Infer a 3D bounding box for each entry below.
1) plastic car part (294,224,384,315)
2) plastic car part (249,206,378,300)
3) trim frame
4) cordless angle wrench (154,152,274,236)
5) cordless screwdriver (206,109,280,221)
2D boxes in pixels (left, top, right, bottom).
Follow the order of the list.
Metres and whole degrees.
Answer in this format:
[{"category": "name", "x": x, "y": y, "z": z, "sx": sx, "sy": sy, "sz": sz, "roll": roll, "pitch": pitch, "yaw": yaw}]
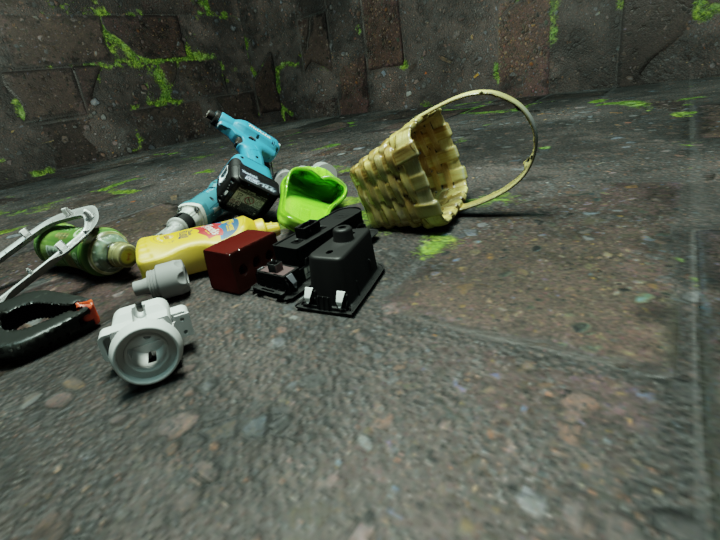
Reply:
[{"category": "plastic car part", "x": -0.019, "y": -0.011, "z": 0.455, "sx": 0.069, "sy": 0.069, "sz": 0.115, "roll": 4, "pitch": 30, "yaw": 25}, {"category": "plastic car part", "x": -0.052, "y": -0.034, "z": 0.535, "sx": 0.069, "sy": 0.065, "sz": 0.198, "roll": 1, "pitch": 22, "yaw": 38}, {"category": "trim frame", "x": -0.468, "y": -0.011, "z": 0.577, "sx": 0.194, "sy": 0.026, "sz": 0.247, "roll": 17, "pitch": 55, "yaw": 38}, {"category": "cordless angle wrench", "x": -0.271, "y": -0.140, "z": 0.811, "sx": 0.076, "sy": 0.095, "sz": 0.427, "roll": -1, "pitch": 29, "yaw": 10}, {"category": "cordless screwdriver", "x": -0.229, "y": -0.212, "z": 0.798, "sx": 0.152, "sy": 0.075, "sz": 0.258, "roll": 26, "pitch": 33, "yaw": -30}]
